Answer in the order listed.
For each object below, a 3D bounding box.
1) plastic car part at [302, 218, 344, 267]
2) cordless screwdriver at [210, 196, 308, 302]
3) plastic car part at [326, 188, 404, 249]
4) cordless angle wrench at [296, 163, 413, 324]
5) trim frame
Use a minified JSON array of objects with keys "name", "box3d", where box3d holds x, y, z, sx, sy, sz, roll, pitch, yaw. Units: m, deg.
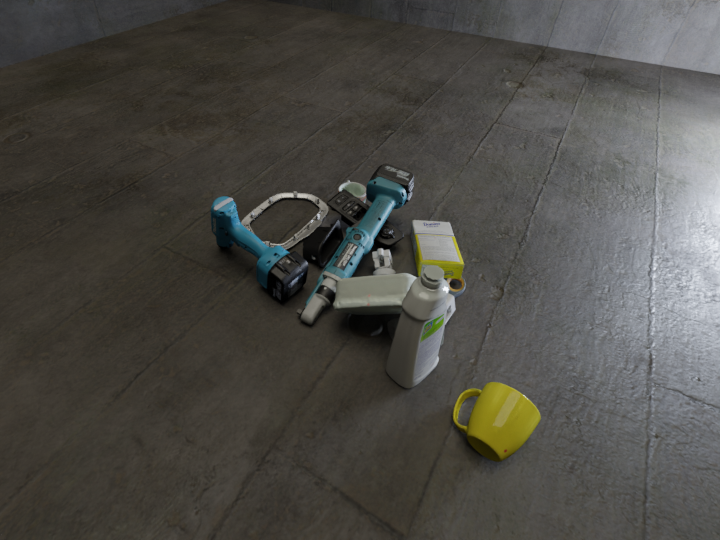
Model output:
[{"name":"plastic car part","box3d":[-0.096,-0.063,0.983,0.074,0.063,0.116,10,46,30]},{"name":"cordless screwdriver","box3d":[-0.230,-0.035,0.912,0.256,0.157,0.073,41,56,15]},{"name":"plastic car part","box3d":[0.010,-0.113,1.022,0.213,0.065,0.065,36,56,27]},{"name":"cordless angle wrench","box3d":[-0.008,-0.060,0.920,0.101,0.072,0.423,23,63,16]},{"name":"trim frame","box3d":[-0.189,-0.133,1.073,0.192,0.027,0.246,24,47,21]}]
